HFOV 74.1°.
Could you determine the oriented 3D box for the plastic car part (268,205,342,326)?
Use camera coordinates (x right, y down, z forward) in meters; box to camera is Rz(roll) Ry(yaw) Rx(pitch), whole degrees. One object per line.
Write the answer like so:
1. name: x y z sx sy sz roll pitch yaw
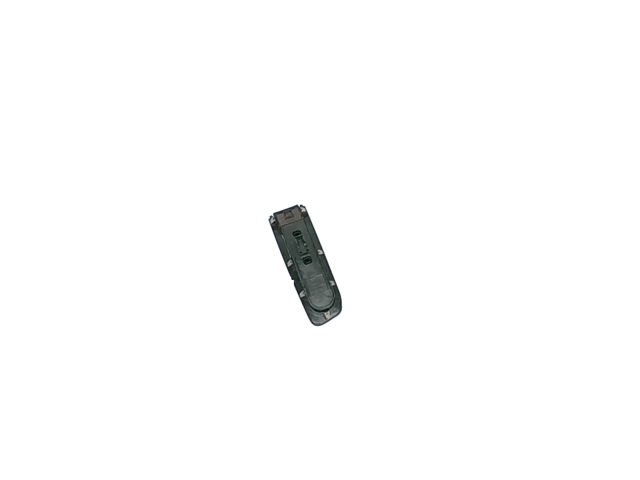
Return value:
1. plastic car part: -0.019 0.032 0.670 0.066 0.203 0.067 -18 -15 -13
